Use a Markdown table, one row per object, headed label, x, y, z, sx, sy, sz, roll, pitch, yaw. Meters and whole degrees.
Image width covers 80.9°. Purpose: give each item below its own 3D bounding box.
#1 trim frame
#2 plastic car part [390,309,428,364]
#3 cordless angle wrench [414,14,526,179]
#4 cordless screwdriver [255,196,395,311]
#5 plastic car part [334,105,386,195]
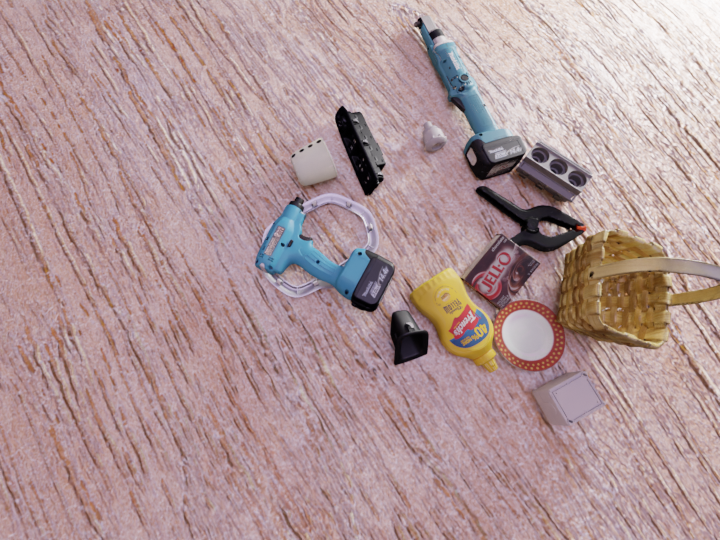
| label | x | y | z | sx | sy | sz | roll | pitch | yaw |
| --- | --- | --- | --- | --- | --- | --- | --- | --- | --- |
| trim frame | -0.082 | -0.054 | 0.841 | 0.246 | 0.027 | 0.189 | -30 | 75 | -9 |
| plastic car part | 0.078 | 0.108 | 0.749 | 0.065 | 0.112 | 0.074 | -19 | 52 | -7 |
| cordless angle wrench | 0.218 | -0.400 | 0.921 | 0.097 | 0.073 | 0.435 | -17 | 71 | -6 |
| cordless screwdriver | -0.058 | -0.033 | 0.789 | 0.255 | 0.072 | 0.160 | 22 | 75 | 12 |
| plastic car part | 0.004 | -0.262 | 0.886 | 0.066 | 0.066 | 0.208 | -21 | 73 | -17 |
